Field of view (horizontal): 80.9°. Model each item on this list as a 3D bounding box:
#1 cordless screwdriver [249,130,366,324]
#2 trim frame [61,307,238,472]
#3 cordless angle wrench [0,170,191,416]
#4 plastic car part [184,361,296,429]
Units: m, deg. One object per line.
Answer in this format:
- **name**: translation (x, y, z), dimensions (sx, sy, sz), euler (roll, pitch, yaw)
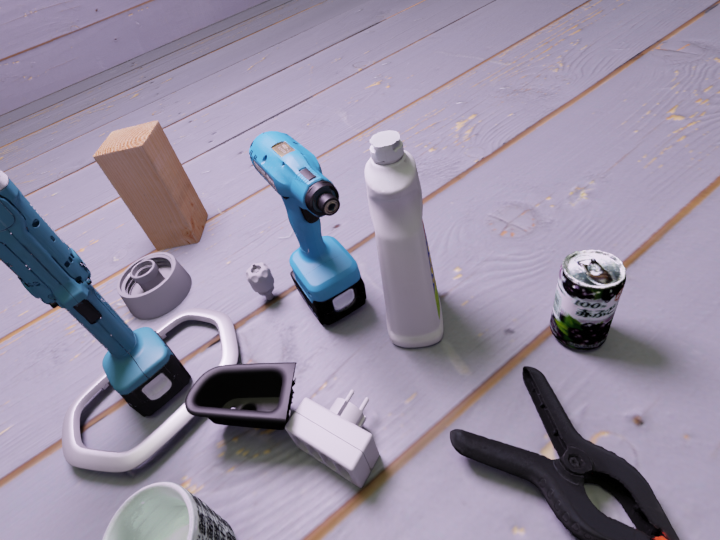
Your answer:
- **cordless screwdriver**: translation (-0.049, -0.032, 0.496), dimensions (0.073, 0.238, 0.168), euler (-29, 44, -14)
- **trim frame**: translation (-0.267, 0.143, 0.550), dimensions (0.194, 0.026, 0.246), euler (22, 56, 35)
- **cordless angle wrench**: translation (-0.308, 0.004, 0.428), dimensions (0.073, 0.404, 0.104), euler (-40, 47, -24)
- **plastic car part**: translation (-0.123, 0.146, 0.466), dimensions (0.119, 0.068, 0.067), euler (-5, 44, 13)
